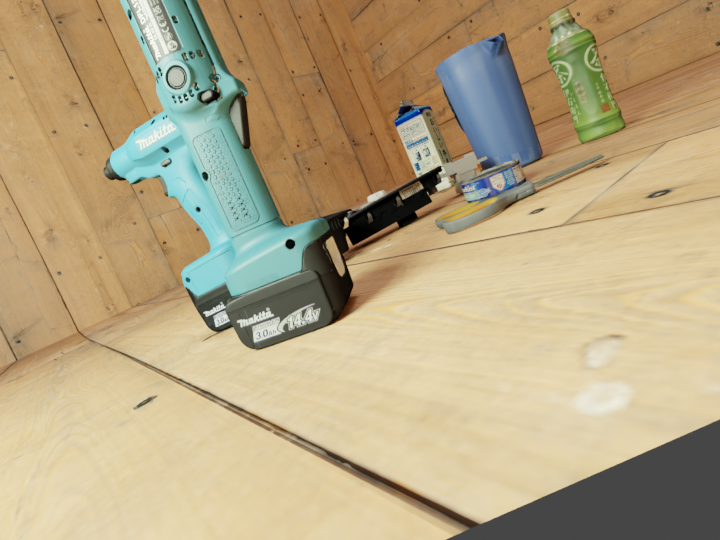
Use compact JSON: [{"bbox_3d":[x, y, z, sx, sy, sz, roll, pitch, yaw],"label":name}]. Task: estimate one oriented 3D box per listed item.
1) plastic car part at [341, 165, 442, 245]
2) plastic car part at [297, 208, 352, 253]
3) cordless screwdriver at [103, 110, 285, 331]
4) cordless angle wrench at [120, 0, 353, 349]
[{"bbox_3d":[0.047,-0.097,0.677,0.200,0.066,0.068,-26,8,-15],"label":"plastic car part"},{"bbox_3d":[-0.059,-0.039,0.607,0.064,0.070,0.121,-29,10,-36],"label":"plastic car part"},{"bbox_3d":[-0.197,-0.054,0.493,0.163,0.247,0.073,-21,6,22],"label":"cordless screwdriver"},{"bbox_3d":[-0.130,-0.148,0.337,0.099,0.419,0.074,-22,5,14],"label":"cordless angle wrench"}]
